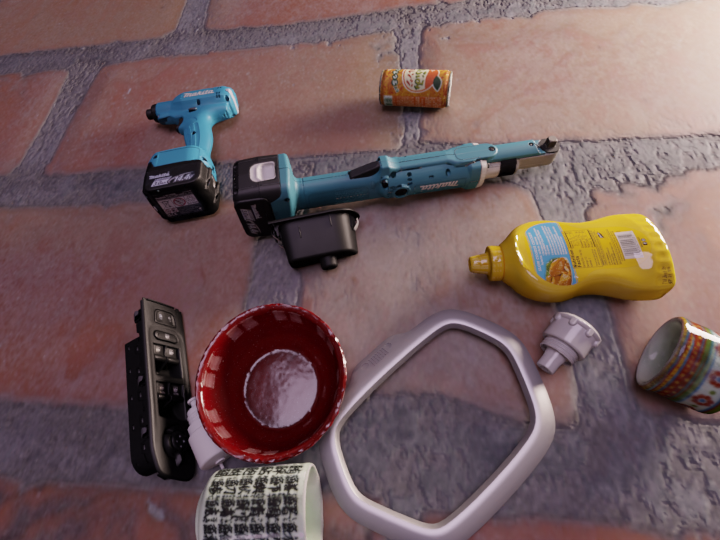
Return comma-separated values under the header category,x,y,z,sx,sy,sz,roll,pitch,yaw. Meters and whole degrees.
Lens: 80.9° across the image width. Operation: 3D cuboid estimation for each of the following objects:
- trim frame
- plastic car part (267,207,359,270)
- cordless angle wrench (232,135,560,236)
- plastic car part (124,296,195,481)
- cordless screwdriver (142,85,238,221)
category,x,y,z,sx,sy,sz,roll,pitch,yaw
trim frame,0.073,0.148,0.429,0.247,0.026,0.193,-41,62,-11
plastic car part,-0.053,-0.035,0.544,0.117,0.064,0.072,-9,75,1
cordless angle wrench,0.047,-0.125,0.562,0.424,0.094,0.077,-8,60,1
plastic car part,-0.232,0.134,0.475,0.067,0.063,0.212,-28,59,4
cordless screwdriver,-0.287,-0.195,0.670,0.161,0.071,0.256,-7,56,6
